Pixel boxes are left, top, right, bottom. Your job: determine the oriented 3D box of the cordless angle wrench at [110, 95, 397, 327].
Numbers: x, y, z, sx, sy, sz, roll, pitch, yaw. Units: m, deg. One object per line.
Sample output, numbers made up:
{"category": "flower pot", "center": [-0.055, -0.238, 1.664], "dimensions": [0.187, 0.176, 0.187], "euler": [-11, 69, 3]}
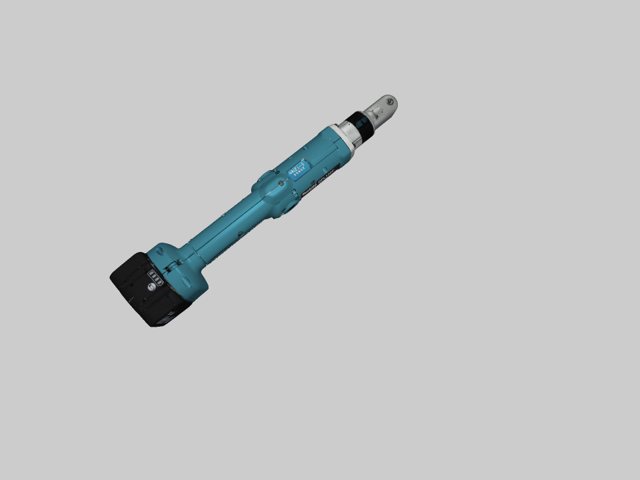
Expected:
{"category": "cordless angle wrench", "center": [-0.055, -0.059, 0.537], "dimensions": [0.422, 0.074, 0.098], "euler": [-40, -2, -13]}
